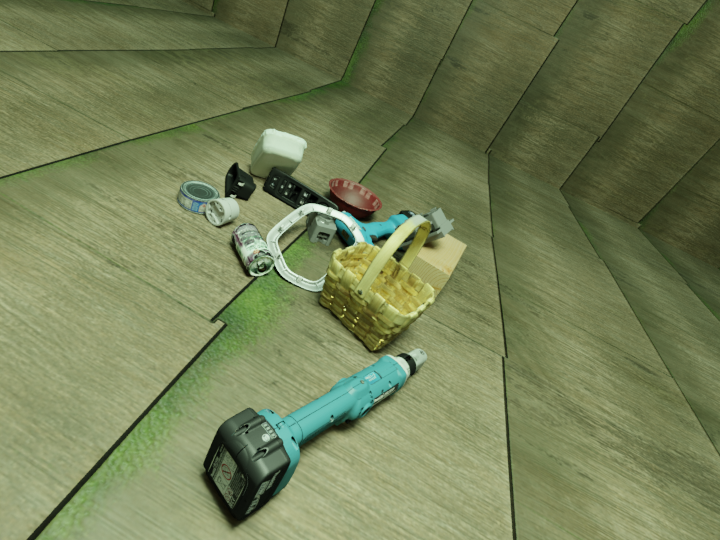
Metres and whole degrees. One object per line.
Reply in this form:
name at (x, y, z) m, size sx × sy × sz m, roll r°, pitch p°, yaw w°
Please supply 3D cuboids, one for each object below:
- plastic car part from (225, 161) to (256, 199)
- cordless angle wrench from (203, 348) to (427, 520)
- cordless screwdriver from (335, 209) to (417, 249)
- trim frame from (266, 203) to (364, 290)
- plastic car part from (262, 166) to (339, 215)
plastic car part at (-0.286, -0.212, 1.025) m, size 0.068 × 0.066 × 0.121 m, roll 28°, pitch 23°, yaw -29°
cordless angle wrench at (-0.014, 0.180, 0.593) m, size 0.078 × 0.097 × 0.406 m, roll 40°, pitch 30°, yaw 26°
cordless screwdriver at (0.067, -0.085, 1.068) m, size 0.238 × 0.073 × 0.168 m, roll -5°, pitch 43°, yaw -35°
trim frame at (-0.088, -0.057, 0.895) m, size 0.186 × 0.027 × 0.245 m, roll 40°, pitch 46°, yaw 5°
plastic car part at (-0.148, -0.185, 1.081) m, size 0.208 × 0.066 × 0.065 m, roll 31°, pitch 5°, yaw 12°
